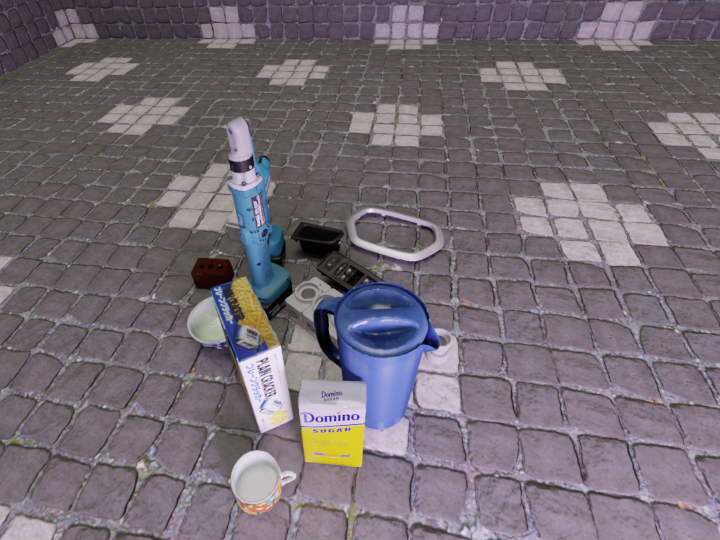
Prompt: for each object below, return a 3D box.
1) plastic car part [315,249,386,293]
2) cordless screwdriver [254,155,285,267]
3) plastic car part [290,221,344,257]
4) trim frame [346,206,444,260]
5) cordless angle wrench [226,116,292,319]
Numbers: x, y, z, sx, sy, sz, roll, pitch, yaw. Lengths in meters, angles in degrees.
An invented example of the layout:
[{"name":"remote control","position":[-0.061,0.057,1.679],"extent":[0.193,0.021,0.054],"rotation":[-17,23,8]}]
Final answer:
[{"name":"plastic car part","position":[0.001,0.038,0.896],"extent":[0.213,0.065,0.065],"rotation":[29,51,29]},{"name":"cordless screwdriver","position":[-0.217,-0.125,0.954],"extent":[0.075,0.240,0.164],"rotation":[0,43,0]},{"name":"plastic car part","position":[-0.098,-0.064,1.007],"extent":[0.120,0.068,0.066],"rotation":[13,45,16]},{"name":"trim frame","position":[0.083,-0.096,1.058],"extent":[0.257,0.026,0.184],"rotation":[15,47,18]},{"name":"cordless angle wrench","position":[-0.195,-0.079,0.782],"extent":[0.078,0.409,0.096],"rotation":[27,49,25]}]
